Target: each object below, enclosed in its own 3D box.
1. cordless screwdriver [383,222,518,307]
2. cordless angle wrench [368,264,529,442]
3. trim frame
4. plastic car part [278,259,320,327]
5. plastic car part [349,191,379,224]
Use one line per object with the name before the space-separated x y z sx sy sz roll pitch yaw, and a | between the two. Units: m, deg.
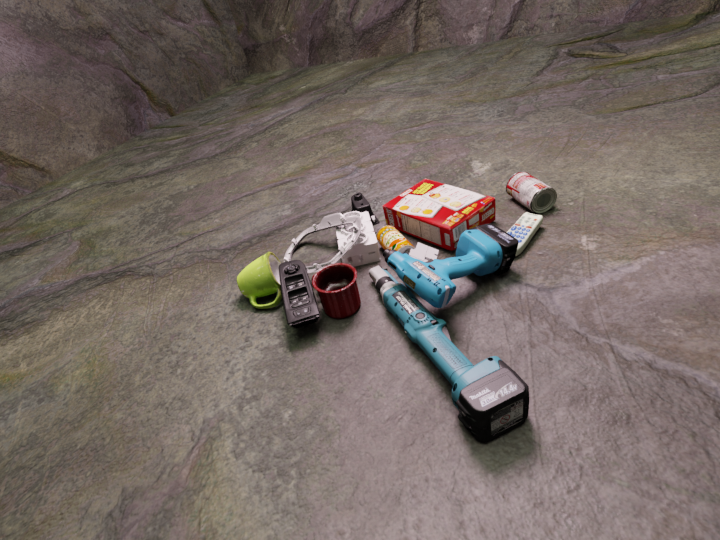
cordless screwdriver | 0.178 -0.026 0.836 0.242 0.072 0.168 -23 44 -29
cordless angle wrench | 0.113 0.101 0.756 0.097 0.071 0.445 -23 35 -12
trim frame | -0.100 -0.066 1.024 0.259 0.026 0.185 -9 44 43
plastic car part | -0.131 0.050 0.908 0.066 0.064 0.213 -24 43 0
plastic car part | 0.000 -0.174 1.156 0.066 0.068 0.122 -17 39 -5
